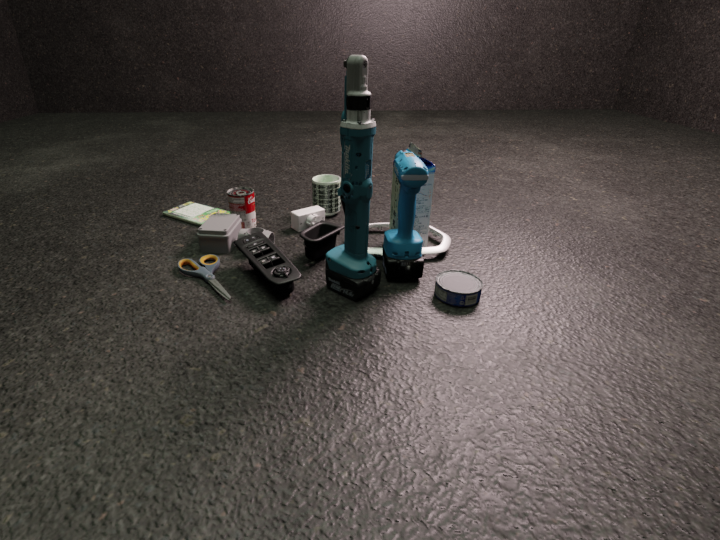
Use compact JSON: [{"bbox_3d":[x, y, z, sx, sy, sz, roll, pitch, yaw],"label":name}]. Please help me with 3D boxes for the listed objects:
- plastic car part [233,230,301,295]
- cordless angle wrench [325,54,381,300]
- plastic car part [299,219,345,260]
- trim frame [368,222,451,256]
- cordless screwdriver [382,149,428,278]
[{"bbox_3d":[-0.188,-0.010,0.855,0.064,0.065,0.215,-17,33,-31],"label":"plastic car part"},{"bbox_3d":[-0.009,-0.150,0.746,0.103,0.412,0.072,23,33,35],"label":"cordless angle wrench"},{"bbox_3d":[-0.092,-0.060,0.942,0.069,0.069,0.114,15,32,26],"label":"plastic car part"},{"bbox_3d":[0.087,-0.073,1.007,0.250,0.027,0.188,0,29,1],"label":"trim frame"},{"bbox_3d":[0.088,-0.116,0.861,0.074,0.242,0.164,0,27,-4],"label":"cordless screwdriver"}]
